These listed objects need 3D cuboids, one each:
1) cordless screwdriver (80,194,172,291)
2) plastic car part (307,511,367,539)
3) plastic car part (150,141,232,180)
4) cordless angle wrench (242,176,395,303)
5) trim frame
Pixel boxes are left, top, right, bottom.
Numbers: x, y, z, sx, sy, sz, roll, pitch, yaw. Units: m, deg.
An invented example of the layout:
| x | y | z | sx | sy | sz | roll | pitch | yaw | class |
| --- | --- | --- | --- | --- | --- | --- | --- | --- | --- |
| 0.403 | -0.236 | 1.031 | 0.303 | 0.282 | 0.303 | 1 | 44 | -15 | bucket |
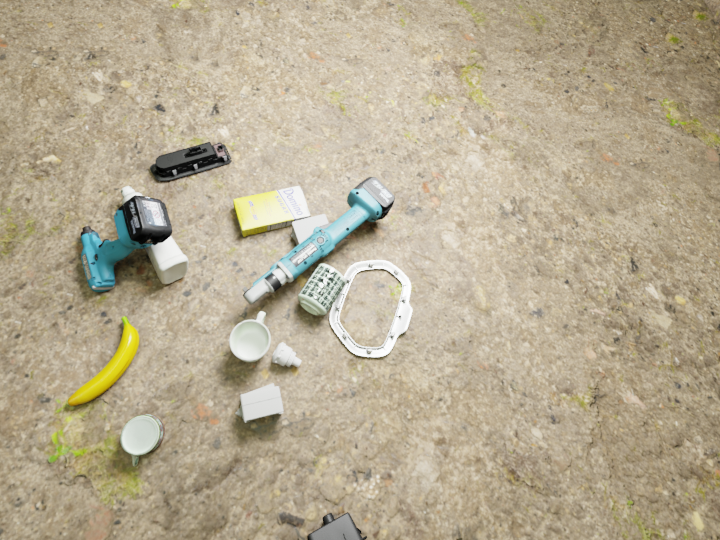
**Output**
| x | y | z | sx | sy | sz | roll | pitch | yaw | class |
| --- | --- | --- | --- | --- | --- | --- | --- | --- | --- |
| -0.522 | -0.078 | 0.912 | 0.253 | 0.071 | 0.164 | -33 | 72 | 24 | cordless screwdriver |
| -0.055 | 0.509 | 0.808 | 0.114 | 0.064 | 0.074 | -23 | 60 | -21 | plastic car part |
| -0.438 | -0.284 | 1.086 | 0.200 | 0.067 | 0.067 | -23 | 82 | -14 | plastic car part |
| -0.096 | -0.063 | 0.982 | 0.418 | 0.074 | 0.100 | -41 | 80 | -19 | cordless angle wrench |
| 0.031 | 0.084 | 1.014 | 0.184 | 0.027 | 0.250 | 22 | 64 | 0 | trim frame |
